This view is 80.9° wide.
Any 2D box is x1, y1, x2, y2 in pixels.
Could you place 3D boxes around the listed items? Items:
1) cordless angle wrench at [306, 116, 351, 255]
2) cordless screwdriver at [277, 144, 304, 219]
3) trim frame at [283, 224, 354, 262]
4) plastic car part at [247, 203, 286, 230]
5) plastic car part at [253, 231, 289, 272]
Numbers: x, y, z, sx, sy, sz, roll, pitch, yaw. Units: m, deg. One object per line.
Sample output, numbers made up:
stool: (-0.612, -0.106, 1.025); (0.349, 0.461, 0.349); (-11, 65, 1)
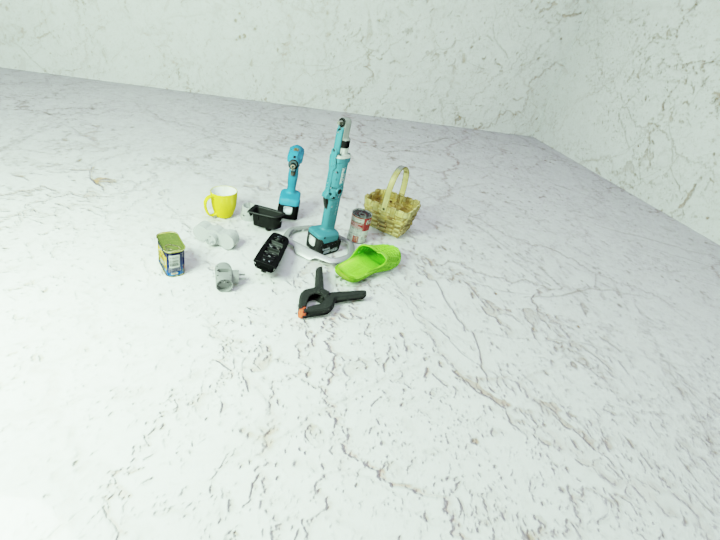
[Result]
cordless angle wrench: (-0.080, -0.241, 1.248); (0.094, 0.415, 0.078); (-15, 42, -39)
cordless screwdriver: (-0.234, -0.287, 1.433); (0.074, 0.244, 0.164); (9, 32, -8)
trim frame: (-0.132, -0.087, 1.355); (0.259, 0.027, 0.180); (26, 36, 22)
plastic car part: (-0.307, -0.165, 1.386); (0.119, 0.069, 0.066); (18, 32, 9)
plastic car part: (-0.253, -0.046, 1.222); (0.066, 0.066, 0.206); (12, 33, -1)
